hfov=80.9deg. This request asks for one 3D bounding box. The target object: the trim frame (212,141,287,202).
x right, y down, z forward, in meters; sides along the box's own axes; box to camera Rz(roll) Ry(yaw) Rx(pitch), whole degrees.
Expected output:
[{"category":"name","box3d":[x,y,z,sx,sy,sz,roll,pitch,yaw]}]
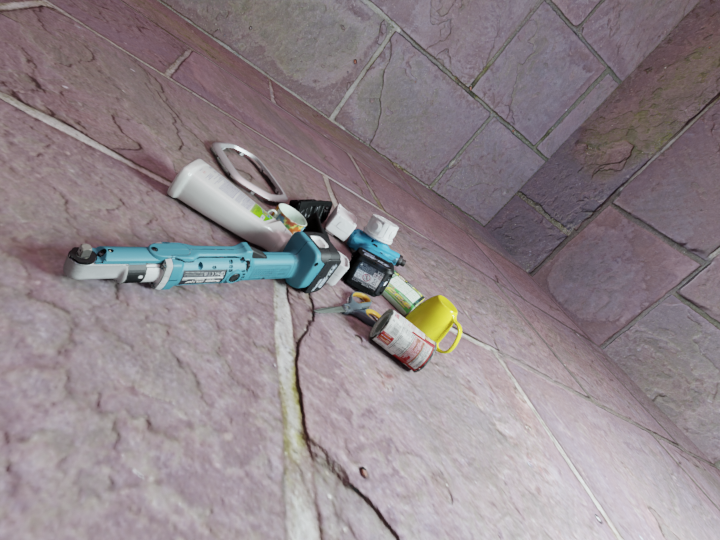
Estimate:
[{"category":"trim frame","box3d":[-0.271,-0.244,1.043,0.174,0.027,0.261,10,33,-50]}]

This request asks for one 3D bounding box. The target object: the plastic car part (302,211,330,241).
[{"category":"plastic car part","box3d":[-0.089,-0.058,0.914,0.067,0.066,0.122,40,18,-43]}]

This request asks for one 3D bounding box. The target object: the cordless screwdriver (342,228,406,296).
[{"category":"cordless screwdriver","box3d":[0.041,-0.018,0.991,0.158,0.074,0.252,26,19,-6]}]

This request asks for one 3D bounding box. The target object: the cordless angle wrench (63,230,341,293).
[{"category":"cordless angle wrench","box3d":[-0.191,-0.010,0.605,0.078,0.098,0.403,49,27,24]}]

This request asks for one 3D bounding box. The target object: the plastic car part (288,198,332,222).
[{"category":"plastic car part","box3d":[-0.130,-0.144,1.027,0.070,0.066,0.197,18,15,20]}]
